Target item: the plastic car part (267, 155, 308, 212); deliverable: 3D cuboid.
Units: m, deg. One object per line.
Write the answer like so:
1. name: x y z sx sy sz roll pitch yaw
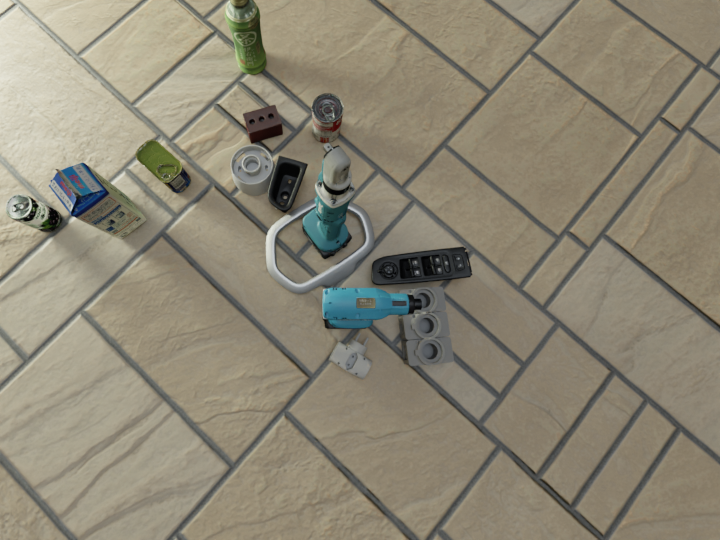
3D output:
1. plastic car part: -0.161 -0.176 0.912 0.066 0.070 0.117 16 79 -1

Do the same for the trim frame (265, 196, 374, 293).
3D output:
1. trim frame: -0.089 -0.058 0.911 0.247 0.027 0.187 -33 81 -8

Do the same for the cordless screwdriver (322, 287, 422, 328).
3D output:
1. cordless screwdriver: 0.006 0.068 0.775 0.158 0.247 0.075 1 81 -5

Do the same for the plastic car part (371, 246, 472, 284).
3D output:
1. plastic car part: 0.120 -0.005 0.885 0.202 0.066 0.067 -6 80 -3

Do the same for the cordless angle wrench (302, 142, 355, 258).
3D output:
1. cordless angle wrench: -0.051 -0.107 0.722 0.074 0.421 0.099 -36 87 -11
